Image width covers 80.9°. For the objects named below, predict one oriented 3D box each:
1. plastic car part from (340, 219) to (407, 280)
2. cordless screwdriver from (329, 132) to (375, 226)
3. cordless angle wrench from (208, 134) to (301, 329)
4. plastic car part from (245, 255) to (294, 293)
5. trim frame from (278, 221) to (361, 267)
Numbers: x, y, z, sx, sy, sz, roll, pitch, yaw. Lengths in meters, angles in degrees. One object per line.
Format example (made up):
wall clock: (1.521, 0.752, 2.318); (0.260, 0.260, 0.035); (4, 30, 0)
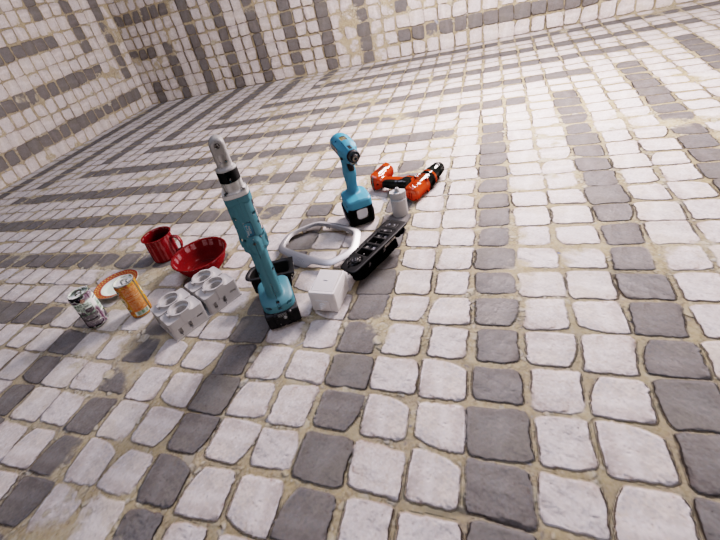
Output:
plastic car part: (0.032, -0.045, 1.004); (0.070, 0.064, 0.200); (21, 49, 40)
cordless screwdriver: (-0.017, -0.231, 1.122); (0.074, 0.239, 0.167); (-19, 35, -7)
cordless angle wrench: (-0.211, -0.064, 0.835); (0.074, 0.406, 0.103); (-19, 34, -7)
plastic car part: (-0.209, 0.021, 1.009); (0.117, 0.068, 0.068); (-15, 35, 1)
trim frame: (-0.110, -0.072, 1.129); (0.262, 0.026, 0.182); (17, 47, 37)
